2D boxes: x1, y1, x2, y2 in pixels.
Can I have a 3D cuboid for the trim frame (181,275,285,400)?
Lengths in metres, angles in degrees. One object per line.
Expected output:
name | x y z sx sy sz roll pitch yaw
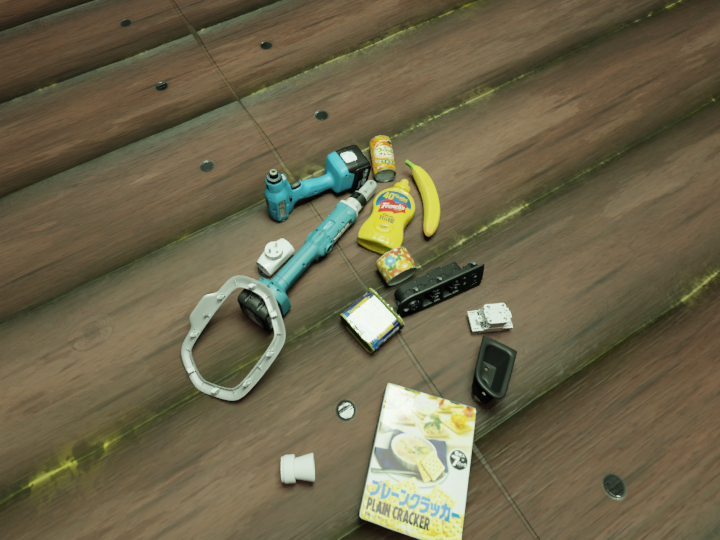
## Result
trim frame | -0.244 0.127 0.790 0.190 0.026 0.249 42 103 18

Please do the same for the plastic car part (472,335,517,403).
plastic car part | 0.235 0.193 0.780 0.068 0.069 0.116 24 50 11

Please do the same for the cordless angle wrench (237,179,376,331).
cordless angle wrench | -0.089 -0.058 0.910 0.077 0.095 0.420 32 65 16

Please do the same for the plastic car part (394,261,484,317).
plastic car part | 0.153 0.031 0.871 0.200 0.064 0.070 -27 58 -12

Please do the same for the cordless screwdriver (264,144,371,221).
cordless screwdriver | -0.099 -0.209 0.947 0.245 0.155 0.077 -26 69 -15
